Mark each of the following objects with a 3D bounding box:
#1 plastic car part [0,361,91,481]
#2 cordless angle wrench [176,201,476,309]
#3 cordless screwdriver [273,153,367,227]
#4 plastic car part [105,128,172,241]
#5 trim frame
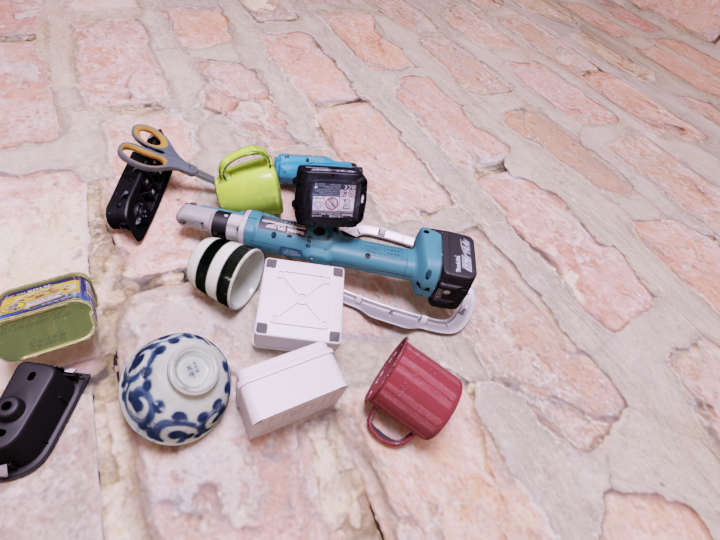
[{"bbox_3d":[-0.337,0.141,0.425,0.065,0.069,0.120,8,47,-6],"label":"plastic car part"},{"bbox_3d":[-0.059,-0.039,0.604,0.426,0.072,0.100,11,48,3],"label":"cordless angle wrench"},{"bbox_3d":[-0.045,-0.138,0.656,0.156,0.073,0.259,-1,23,-15],"label":"cordless screwdriver"},{"bbox_3d":[-0.343,-0.134,0.656,0.067,0.064,0.210,-4,52,-5],"label":"plastic car part"},{"bbox_3d":[0.056,0.007,0.643,0.249,0.027,0.186,18,51,1],"label":"trim frame"}]
